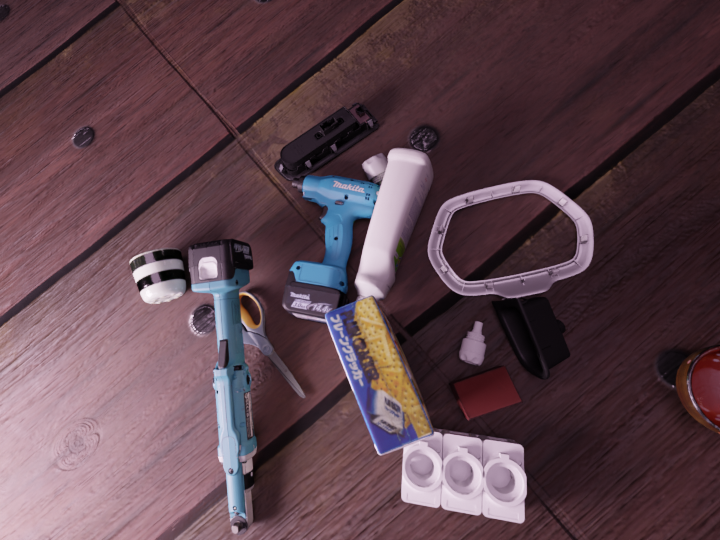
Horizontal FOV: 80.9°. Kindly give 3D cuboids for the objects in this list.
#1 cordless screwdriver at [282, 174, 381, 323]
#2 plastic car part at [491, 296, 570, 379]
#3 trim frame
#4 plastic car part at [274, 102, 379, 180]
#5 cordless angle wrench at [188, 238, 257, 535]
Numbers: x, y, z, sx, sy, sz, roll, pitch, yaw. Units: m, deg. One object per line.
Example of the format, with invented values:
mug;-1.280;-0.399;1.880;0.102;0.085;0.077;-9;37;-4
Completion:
cordless screwdriver;-0.068;-0.044;0.696;0.163;0.072;0.251;13;73;14
plastic car part;0.253;0.085;0.602;0.070;0.066;0.118;-24;85;-13
trim frame;0.231;-0.050;0.662;0.250;0.027;0.188;-12;73;6
plastic car part;-0.066;-0.233;0.757;0.203;0.065;0.068;-35;80;2
cordless angle wrench;-0.196;0.167;0.644;0.075;0.095;0.427;-9;82;9
